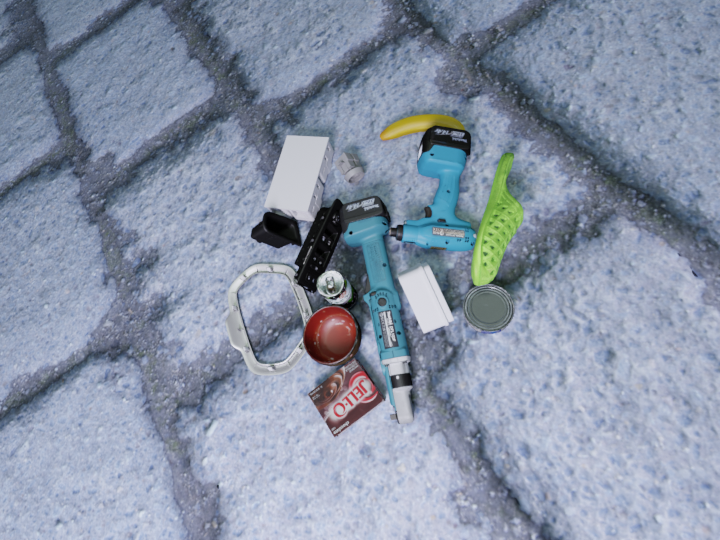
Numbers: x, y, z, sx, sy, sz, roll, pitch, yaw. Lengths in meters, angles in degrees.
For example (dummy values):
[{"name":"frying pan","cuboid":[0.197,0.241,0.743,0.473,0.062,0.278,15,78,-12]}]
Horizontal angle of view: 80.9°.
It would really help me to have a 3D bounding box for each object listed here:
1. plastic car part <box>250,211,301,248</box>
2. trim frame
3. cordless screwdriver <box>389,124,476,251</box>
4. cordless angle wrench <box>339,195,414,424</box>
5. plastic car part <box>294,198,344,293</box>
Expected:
[{"name":"plastic car part","cuboid":[-0.192,-0.081,0.917,0.072,0.110,0.068,-29,63,30]},{"name":"trim frame","cuboid":[-0.196,0.095,0.888,0.185,0.026,0.258,-27,66,7]},{"name":"cordless screwdriver","cuboid":[0.141,-0.162,0.838,0.159,0.073,0.253,5,73,-1]},{"name":"cordless angle wrench","cuboid":[0.043,0.064,0.804,0.099,0.071,0.434,-15,68,11]},{"name":"plastic car part","cuboid":[-0.088,-0.058,0.899,0.071,0.062,0.203,14,74,47]}]
